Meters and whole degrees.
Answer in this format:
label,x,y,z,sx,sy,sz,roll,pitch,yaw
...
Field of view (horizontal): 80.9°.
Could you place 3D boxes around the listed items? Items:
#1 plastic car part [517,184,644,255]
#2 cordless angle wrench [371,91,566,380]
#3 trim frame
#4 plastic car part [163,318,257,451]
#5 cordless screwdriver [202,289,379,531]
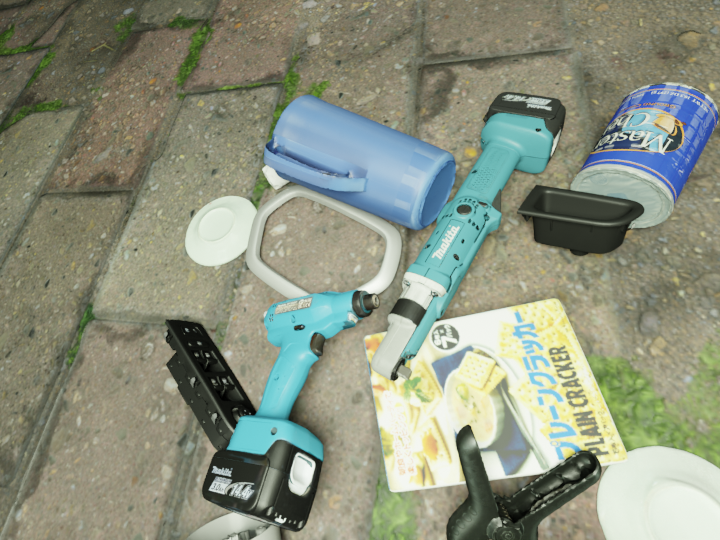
label,x,y,z,sx,sy,sz,roll,pitch,yaw
plastic car part,0.257,-0.052,0.503,0.123,0.068,0.065,21,50,34
cordless angle wrench,0.127,-0.057,0.509,0.103,0.071,0.422,22,64,27
trim frame,-0.060,-0.040,0.618,0.261,0.026,0.184,27,75,28
plastic car part,-0.196,0.150,0.540,0.213,0.063,0.067,40,89,29
cordless screwdriver,-0.063,0.129,0.458,0.164,0.070,0.253,-17,44,32
